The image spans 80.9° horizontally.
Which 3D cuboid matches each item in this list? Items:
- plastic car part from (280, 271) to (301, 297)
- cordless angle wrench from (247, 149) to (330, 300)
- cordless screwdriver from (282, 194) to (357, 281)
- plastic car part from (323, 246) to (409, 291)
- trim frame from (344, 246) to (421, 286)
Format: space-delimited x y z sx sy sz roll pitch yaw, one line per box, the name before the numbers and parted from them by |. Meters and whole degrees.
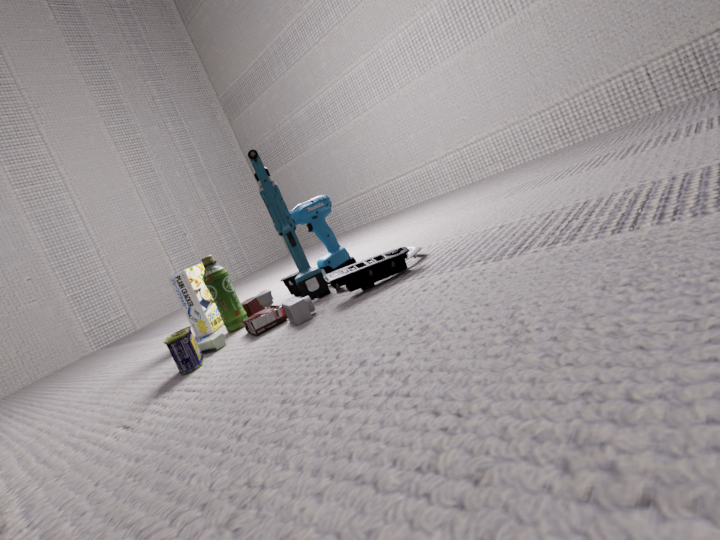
plastic car part | -0.201 0.045 1.274 0.066 0.070 0.118 -25 7 -5
cordless angle wrench | -0.200 -0.121 1.117 0.074 0.420 0.099 -24 4 -7
cordless screwdriver | -0.117 -0.076 1.195 0.156 0.247 0.076 -26 4 -23
plastic car part | 0.024 0.002 0.948 0.202 0.066 0.067 -25 6 -6
trim frame | 0.041 -0.006 1.078 0.253 0.027 0.182 -21 9 17
